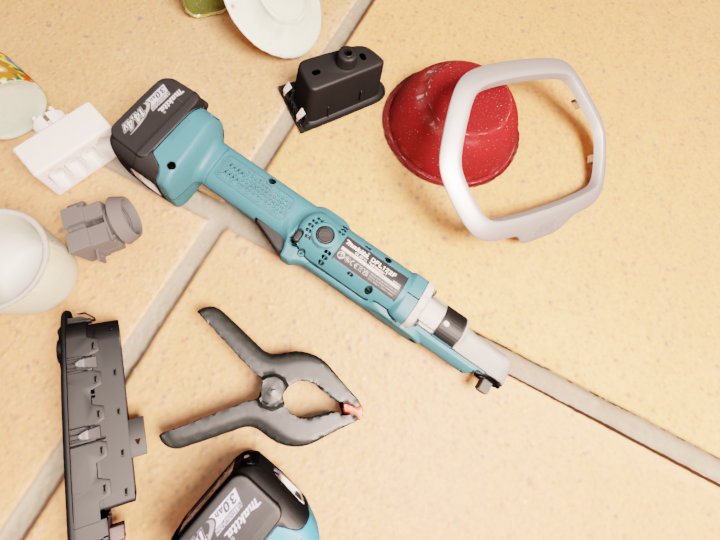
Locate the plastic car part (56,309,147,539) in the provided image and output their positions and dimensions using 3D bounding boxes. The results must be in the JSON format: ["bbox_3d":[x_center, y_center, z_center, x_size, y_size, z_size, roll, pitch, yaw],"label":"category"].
[{"bbox_3d":[-0.215,0.125,0.347,0.065,0.066,0.207,-13,74,-21],"label":"plastic car part"}]

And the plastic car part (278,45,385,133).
[{"bbox_3d":[-0.025,-0.210,0.462,0.115,0.070,0.067,-24,80,-9],"label":"plastic car part"}]

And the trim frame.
[{"bbox_3d":[0.175,-0.122,0.434,0.241,0.028,0.182,-19,98,-27],"label":"trim frame"}]

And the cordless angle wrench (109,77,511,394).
[{"bbox_3d":[-0.040,-0.026,0.406,0.426,0.074,0.098,35,73,4],"label":"cordless angle wrench"}]

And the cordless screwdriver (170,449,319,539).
[{"bbox_3d":[-0.017,0.247,0.320,0.158,0.074,0.251,-42,84,-15],"label":"cordless screwdriver"}]
